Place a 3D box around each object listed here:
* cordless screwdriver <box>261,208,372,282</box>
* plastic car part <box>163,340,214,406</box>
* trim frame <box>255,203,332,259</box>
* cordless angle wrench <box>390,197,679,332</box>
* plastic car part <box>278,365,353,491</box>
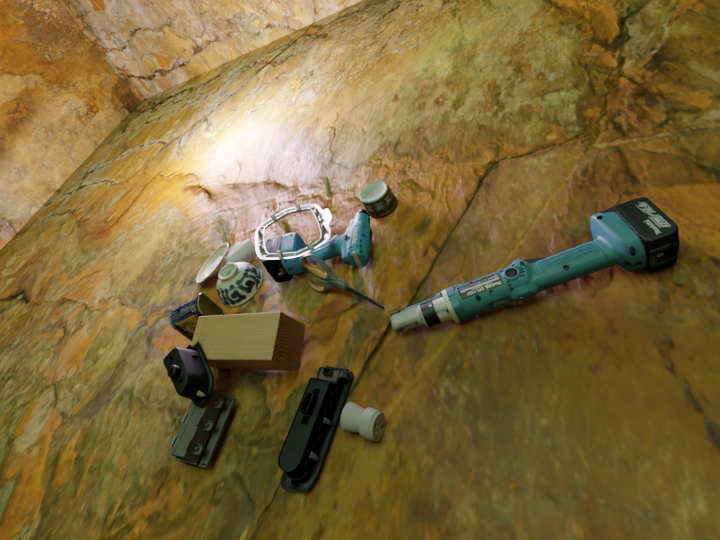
[{"bbox_3d":[-0.094,-0.061,0.959,0.256,0.071,0.163,-10,44,20],"label":"cordless screwdriver"},{"bbox_3d":[-0.317,0.182,0.762,0.066,0.067,0.123,-47,49,3],"label":"plastic car part"},{"bbox_3d":[-0.153,-0.094,0.957,0.184,0.026,0.258,-19,31,-2],"label":"trim frame"},{"bbox_3d":[0.246,0.018,0.669,0.430,0.070,0.101,-23,42,16],"label":"cordless angle wrench"},{"bbox_3d":[-0.076,0.241,0.672,0.069,0.064,0.205,3,55,26],"label":"plastic car part"}]
